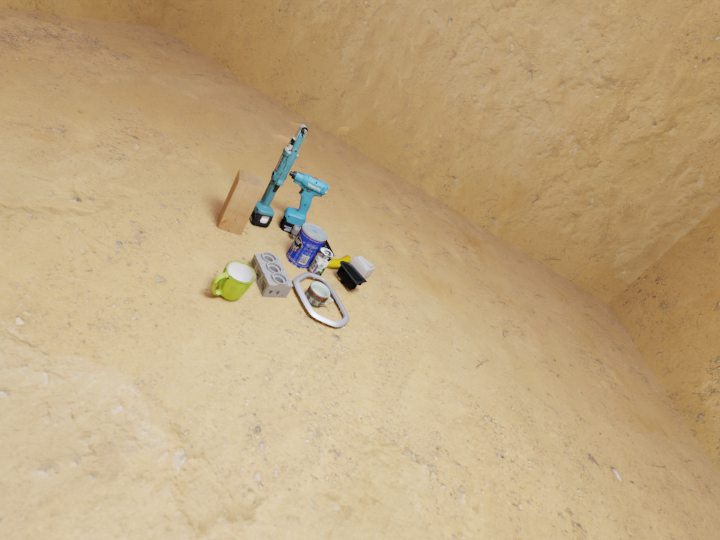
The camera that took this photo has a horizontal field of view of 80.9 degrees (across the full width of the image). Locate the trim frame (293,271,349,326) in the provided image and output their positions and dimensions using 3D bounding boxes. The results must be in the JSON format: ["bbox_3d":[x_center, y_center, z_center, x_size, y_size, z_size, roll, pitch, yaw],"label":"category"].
[{"bbox_3d":[-0.131,0.095,1.427,0.175,0.027,0.262,4,38,-41],"label":"trim frame"}]

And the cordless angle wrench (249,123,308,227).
[{"bbox_3d":[-0.300,-0.349,1.563,0.071,0.422,0.103,11,35,-37],"label":"cordless angle wrench"}]

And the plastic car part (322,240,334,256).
[{"bbox_3d":[-0.165,-0.108,1.683,0.063,0.067,0.213,15,32,-30],"label":"plastic car part"}]

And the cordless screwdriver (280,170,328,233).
[{"bbox_3d":[-0.249,-0.269,1.667,0.155,0.248,0.076,25,29,-16],"label":"cordless screwdriver"}]

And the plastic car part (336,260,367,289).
[{"bbox_3d":[-0.045,0.026,1.577,0.063,0.071,0.122,-6,46,-50],"label":"plastic car part"}]
